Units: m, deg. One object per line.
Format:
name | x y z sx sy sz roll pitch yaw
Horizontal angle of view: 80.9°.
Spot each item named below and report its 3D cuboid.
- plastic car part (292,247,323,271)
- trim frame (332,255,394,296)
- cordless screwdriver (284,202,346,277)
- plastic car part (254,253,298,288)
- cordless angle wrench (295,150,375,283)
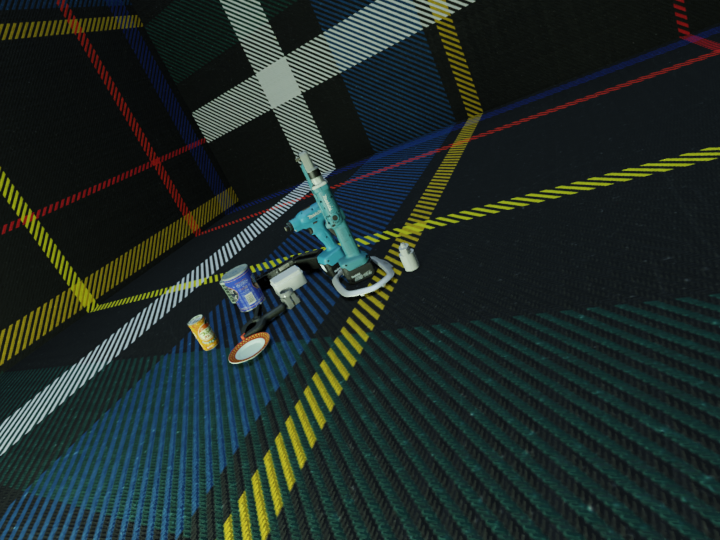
plastic car part | -0.182 -0.029 1.541 0.120 0.069 0.066 -14 23 30
trim frame | 0.008 0.016 1.285 0.183 0.027 0.258 -29 22 -7
cordless screwdriver | -0.136 -0.089 1.393 0.157 0.242 0.077 -32 19 -18
plastic car part | -0.317 0.009 1.612 0.204 0.065 0.068 -25 20 3
cordless angle wrench | -0.080 -0.160 1.262 0.098 0.411 0.076 -25 17 2
